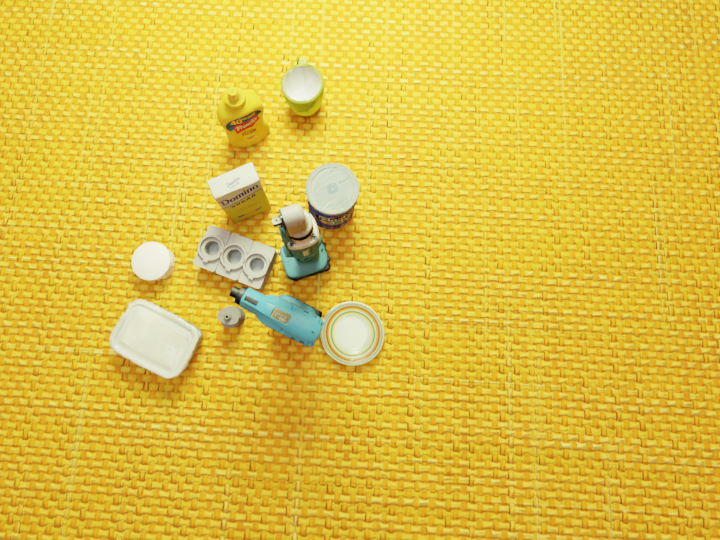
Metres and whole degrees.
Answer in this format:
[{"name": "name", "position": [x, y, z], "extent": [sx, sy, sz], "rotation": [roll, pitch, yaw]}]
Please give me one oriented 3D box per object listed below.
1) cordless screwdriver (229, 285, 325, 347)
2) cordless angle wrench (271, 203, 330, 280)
[{"name": "cordless screwdriver", "position": [-0.146, 0.079, 0.778], "extent": [0.160, 0.247, 0.074], "rotation": [26, 82, 0]}, {"name": "cordless angle wrench", "position": [-0.098, -0.045, 0.711], "extent": [0.097, 0.420, 0.075], "rotation": [-18, 85, -7]}]
